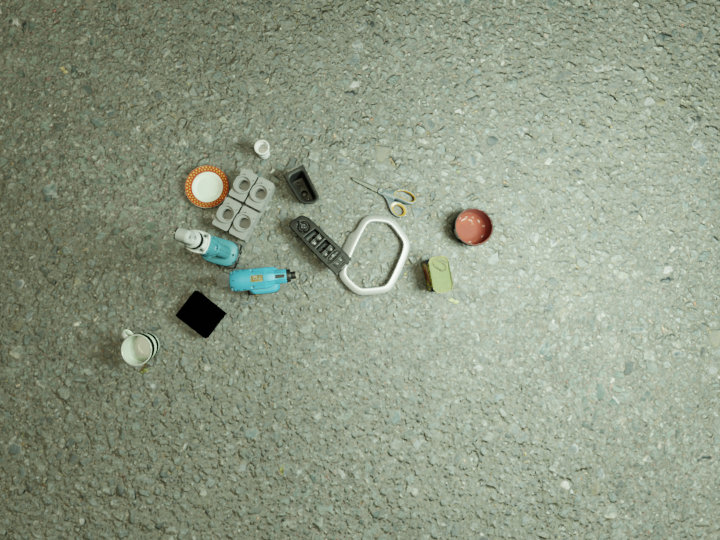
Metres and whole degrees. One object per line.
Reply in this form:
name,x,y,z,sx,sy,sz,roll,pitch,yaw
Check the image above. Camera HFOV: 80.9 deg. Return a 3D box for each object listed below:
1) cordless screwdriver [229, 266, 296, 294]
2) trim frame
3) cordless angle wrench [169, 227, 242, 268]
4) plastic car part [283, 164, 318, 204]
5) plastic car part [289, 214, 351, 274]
cordless screwdriver,-0.245,0.023,1.118,0.158,0.249,0.075,-6,88,-5
trim frame,0.038,-0.045,1.241,0.185,0.027,0.249,24,84,2
cordless angle wrench,-0.373,-0.059,1.038,0.097,0.423,0.074,16,85,-5
plastic car part,-0.169,-0.237,1.237,0.066,0.071,0.117,-29,86,-6
plastic car part,-0.119,-0.078,1.222,0.066,0.067,0.204,-45,87,-6
